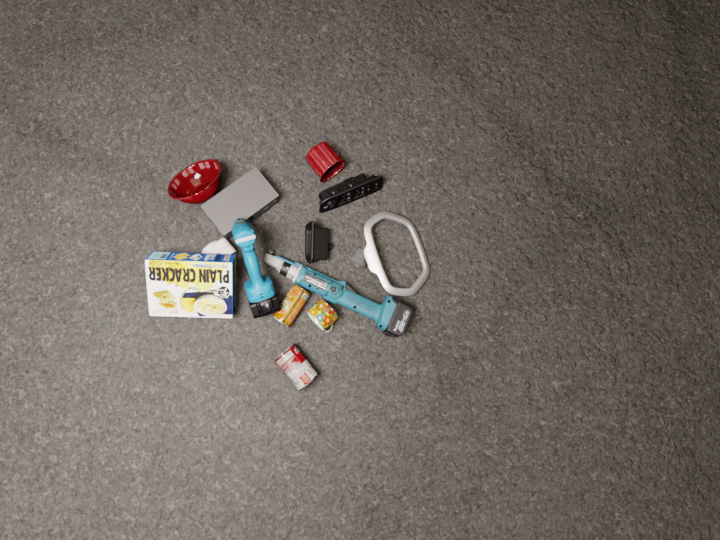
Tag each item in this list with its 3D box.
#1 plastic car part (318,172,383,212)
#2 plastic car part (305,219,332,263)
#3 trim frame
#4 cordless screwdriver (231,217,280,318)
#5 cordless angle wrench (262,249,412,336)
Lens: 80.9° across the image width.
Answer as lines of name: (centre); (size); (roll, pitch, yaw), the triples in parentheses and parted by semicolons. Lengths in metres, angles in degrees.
plastic car part: (-0.037, -0.231, 1.213); (0.201, 0.065, 0.069); (-28, 74, -10)
plastic car part: (-0.115, -0.075, 1.177); (0.069, 0.067, 0.118); (0, 81, -22)
trim frame: (0.098, -0.049, 1.181); (0.179, 0.028, 0.252); (-15, 80, -24)
cordless screwdriver: (-0.279, -0.013, 1.093); (0.073, 0.166, 0.242); (-17, 113, -14)
cordless angle wrench: (-0.073, 0.053, 1.143); (0.426, 0.073, 0.098); (25, 77, 4)
